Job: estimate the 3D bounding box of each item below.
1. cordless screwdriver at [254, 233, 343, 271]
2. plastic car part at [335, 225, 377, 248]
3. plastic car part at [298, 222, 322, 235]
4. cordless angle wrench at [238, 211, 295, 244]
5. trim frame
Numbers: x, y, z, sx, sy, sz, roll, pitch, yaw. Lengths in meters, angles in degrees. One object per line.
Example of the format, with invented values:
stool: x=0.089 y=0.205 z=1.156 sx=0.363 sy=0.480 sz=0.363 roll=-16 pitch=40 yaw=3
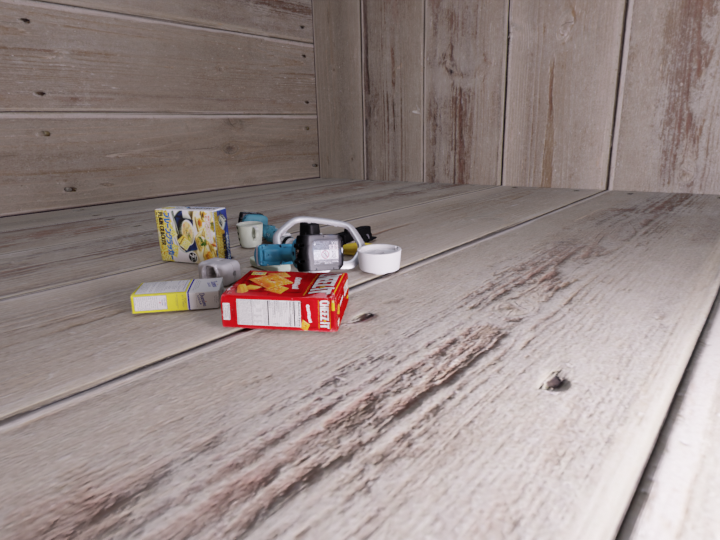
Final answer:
cordless screwdriver: x=-0.120 y=-0.038 z=0.945 sx=0.152 sy=0.074 sz=0.260 roll=-4 pitch=3 yaw=-34
plastic car part: x=-0.026 y=-0.105 z=1.339 sx=0.070 sy=0.066 sz=0.195 roll=2 pitch=13 yaw=40
plastic car part: x=-0.180 y=-0.144 z=1.464 sx=0.063 sy=0.070 sz=0.123 roll=-12 pitch=22 yaw=-34
cordless angle wrench: x=-0.301 y=-0.125 z=1.426 sx=0.094 sy=0.073 sz=0.447 roll=-1 pitch=17 yaw=-35
trim frame: x=-0.110 y=-0.072 z=1.121 sx=0.248 sy=0.027 sz=0.189 roll=7 pitch=50 yaw=-1
